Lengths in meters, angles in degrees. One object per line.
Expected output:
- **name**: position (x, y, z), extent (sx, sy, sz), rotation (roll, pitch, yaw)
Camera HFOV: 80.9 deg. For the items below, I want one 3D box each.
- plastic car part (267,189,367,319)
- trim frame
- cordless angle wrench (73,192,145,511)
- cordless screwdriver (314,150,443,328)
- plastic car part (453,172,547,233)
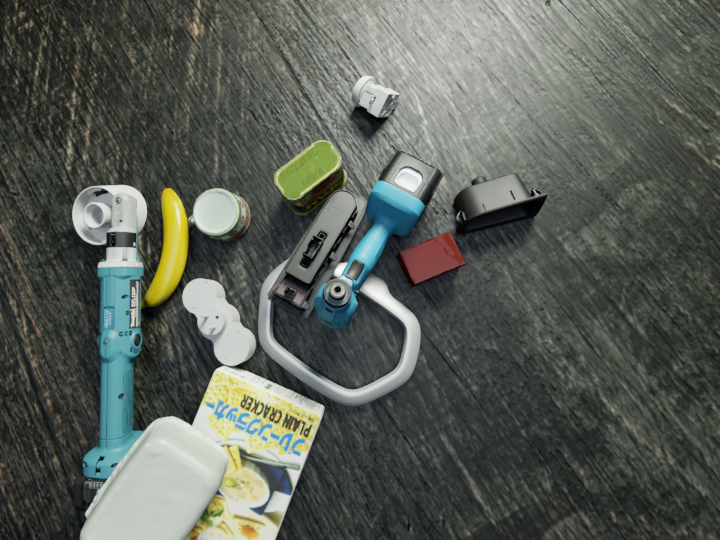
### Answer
- **plastic car part**: position (-0.059, -0.038, 0.599), extent (0.068, 0.065, 0.203), rotation (25, 70, 15)
- **trim frame**: position (-0.035, 0.079, 0.611), extent (0.254, 0.027, 0.184), rotation (31, 87, 11)
- **cordless angle wrench**: position (-0.336, 0.100, 0.593), extent (0.075, 0.096, 0.425), rotation (-3, 85, 6)
- **cordless screwdriver**: position (0.019, -0.043, 0.543), extent (0.075, 0.157, 0.249), rotation (30, 75, 5)
- **plastic car part**: position (0.186, -0.102, 0.600), extent (0.118, 0.063, 0.073), rotation (-12, 67, 7)
